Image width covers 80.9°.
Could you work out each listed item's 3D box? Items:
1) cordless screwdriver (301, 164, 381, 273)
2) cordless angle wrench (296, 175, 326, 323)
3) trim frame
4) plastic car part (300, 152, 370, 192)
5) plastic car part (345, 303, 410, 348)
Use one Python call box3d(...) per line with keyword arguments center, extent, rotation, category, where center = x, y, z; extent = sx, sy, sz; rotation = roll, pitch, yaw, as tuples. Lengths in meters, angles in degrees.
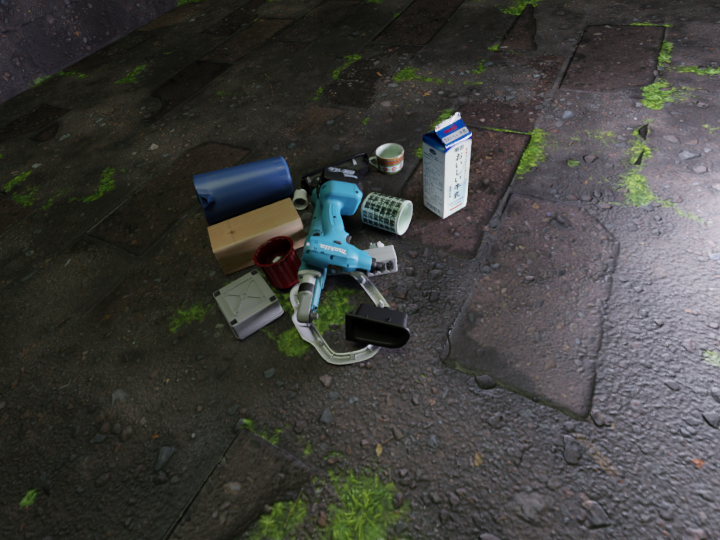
box3d(center=(-0.030, -0.106, 0.902), extent=(0.157, 0.073, 0.255), rotation=(11, 54, -8), category="cordless screwdriver")
box3d(center=(-0.092, -0.060, 0.938), extent=(0.100, 0.071, 0.433), rotation=(-2, 46, 9), category="cordless angle wrench")
box3d(center=(-0.045, 0.078, 0.853), extent=(0.182, 0.026, 0.262), rotation=(-27, 51, -11), category="trim frame")
box3d(center=(-0.058, -0.256, 1.128), extent=(0.200, 0.064, 0.070), rotation=(-29, 60, -13), category="plastic car part")
box3d(center=(0.035, 0.094, 0.775), extent=(0.119, 0.064, 0.071), rotation=(7, 36, 13), category="plastic car part")
